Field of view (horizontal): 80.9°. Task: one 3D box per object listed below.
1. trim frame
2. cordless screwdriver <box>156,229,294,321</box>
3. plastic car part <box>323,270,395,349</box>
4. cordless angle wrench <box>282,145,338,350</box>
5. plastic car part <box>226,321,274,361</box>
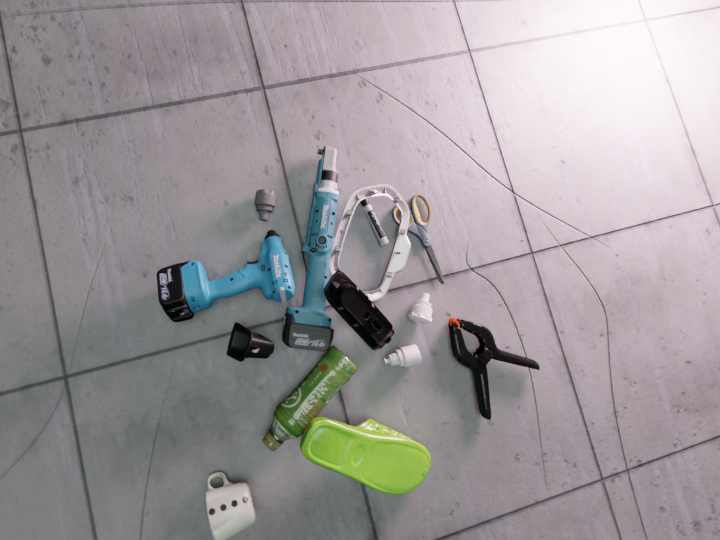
[{"bbox_3d":[0.027,-0.056,0.860,0.175,0.029,0.249,22,81,-34],"label":"trim frame"},{"bbox_3d":[-0.260,0.004,0.823,0.247,0.072,0.166,-12,55,-6],"label":"cordless screwdriver"},{"bbox_3d":[0.003,0.086,0.820,0.066,0.070,0.194,-43,115,-5],"label":"plastic car part"},{"bbox_3d":[-0.085,-0.055,0.866,0.097,0.075,0.427,8,79,-9],"label":"cordless angle wrench"},{"bbox_3d":[-0.203,0.143,0.807,0.067,0.122,0.066,17,81,-32],"label":"plastic car part"}]
